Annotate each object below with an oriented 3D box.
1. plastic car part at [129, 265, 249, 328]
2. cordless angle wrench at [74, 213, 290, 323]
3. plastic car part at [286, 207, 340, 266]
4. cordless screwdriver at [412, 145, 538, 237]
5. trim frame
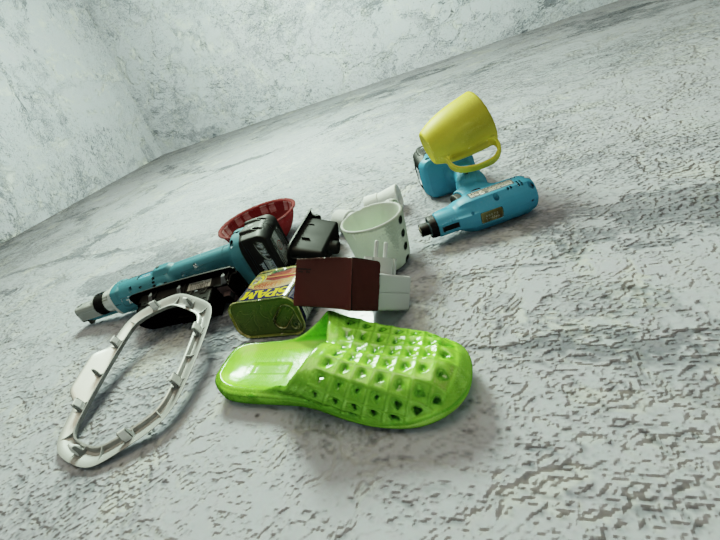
[{"bbox_3d":[-0.271,0.052,0.655,0.208,0.063,0.069,-10,54,20],"label":"plastic car part"},{"bbox_3d":[-0.321,0.019,0.715,0.432,0.094,0.076,-17,29,17],"label":"cordless angle wrench"},{"bbox_3d":[-0.066,-0.043,0.678,0.073,0.064,0.118,2,36,13],"label":"plastic car part"},{"bbox_3d":[0.140,-0.132,0.667,0.160,0.071,0.258,-21,31,2],"label":"cordless screwdriver"},{"bbox_3d":[-0.281,0.118,0.532,0.189,0.026,0.255,-16,40,18],"label":"trim frame"}]
